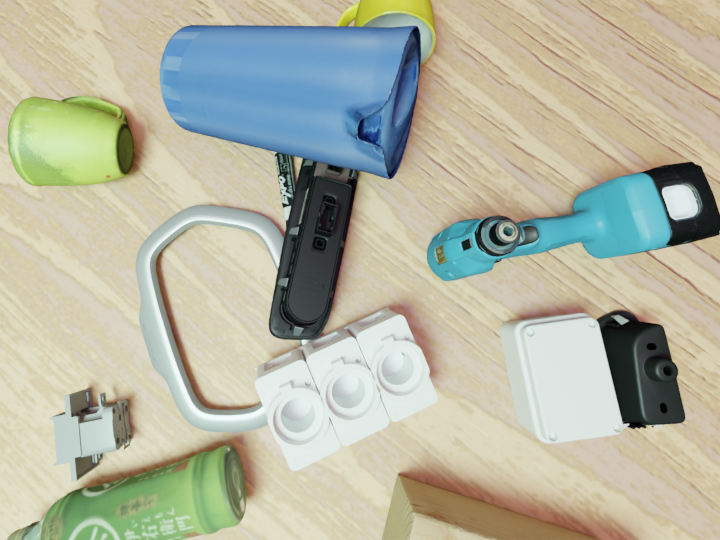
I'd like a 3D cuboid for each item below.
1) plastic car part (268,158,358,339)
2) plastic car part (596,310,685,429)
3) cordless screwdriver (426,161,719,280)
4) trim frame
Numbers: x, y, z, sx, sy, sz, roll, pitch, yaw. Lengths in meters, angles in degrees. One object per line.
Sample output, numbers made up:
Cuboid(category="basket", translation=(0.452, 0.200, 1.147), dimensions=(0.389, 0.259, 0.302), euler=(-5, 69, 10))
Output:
Cuboid(category="plastic car part", translation=(-0.042, -0.028, 0.431), dimensions=(0.064, 0.068, 0.204), euler=(16, 77, -18))
Cuboid(category="plastic car part", translation=(0.271, 0.100, 0.409), dimensions=(0.066, 0.071, 0.117), euler=(-4, 85, -3))
Cuboid(category="cordless screwdriver", translation=(0.197, -0.041, 0.390), dimensions=(0.248, 0.158, 0.075), euler=(-12, 85, -3))
Cuboid(category="trim frame", translation=(-0.148, 0.046, 0.455), dimensions=(0.183, 0.027, 0.251), euler=(-22, 83, -2))
